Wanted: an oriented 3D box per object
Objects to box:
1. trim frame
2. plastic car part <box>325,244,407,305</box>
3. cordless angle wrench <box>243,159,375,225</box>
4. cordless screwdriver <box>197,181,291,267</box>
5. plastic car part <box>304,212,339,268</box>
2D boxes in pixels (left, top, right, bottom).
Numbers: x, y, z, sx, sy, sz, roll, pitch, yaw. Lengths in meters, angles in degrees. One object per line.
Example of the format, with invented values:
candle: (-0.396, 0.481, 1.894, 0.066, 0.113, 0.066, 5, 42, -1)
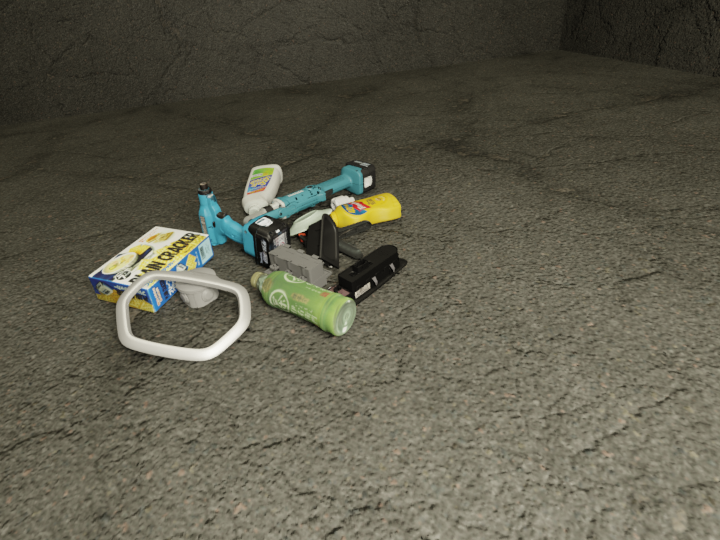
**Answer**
trim frame: (-0.322, 0.073, 0.771, 0.251, 0.027, 0.188, 7, 53, 4)
plastic car part: (0.012, 0.003, 0.841, 0.198, 0.065, 0.070, -30, 34, -35)
cordless angle wrench: (-0.132, -0.200, 1.135, 0.412, 0.072, 0.104, -30, 41, -33)
cordless screwdriver: (-0.279, -0.109, 0.970, 0.261, 0.154, 0.073, 19, 38, 30)
plastic car part: (-0.090, -0.059, 0.925, 0.073, 0.062, 0.120, -21, 57, 29)
